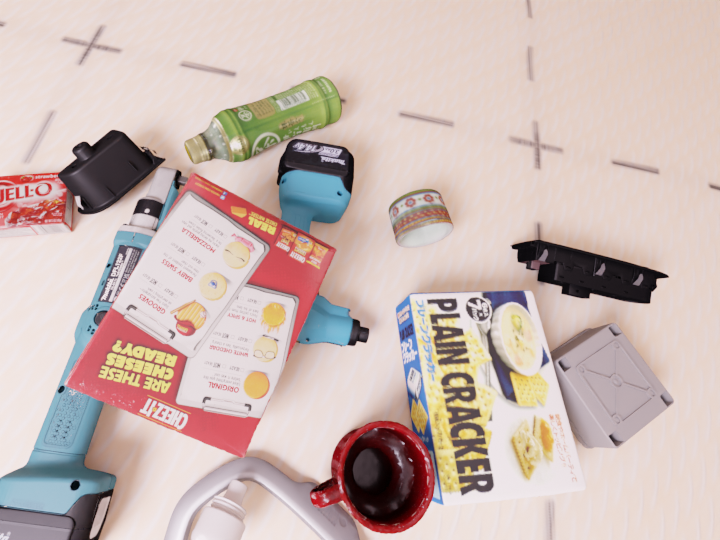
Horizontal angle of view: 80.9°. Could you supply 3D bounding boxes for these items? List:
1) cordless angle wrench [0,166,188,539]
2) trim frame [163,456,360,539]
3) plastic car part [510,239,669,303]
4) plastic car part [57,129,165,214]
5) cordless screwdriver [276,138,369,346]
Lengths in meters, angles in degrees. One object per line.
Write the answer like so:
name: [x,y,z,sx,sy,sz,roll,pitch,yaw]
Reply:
cordless angle wrench: [-0.268,0.061,0.456,0.097,0.074,0.431,9,64,-7]
trim frame: [-0.080,0.303,0.402,0.253,0.027,0.183,38,68,10]
plastic car part: [0.312,0.006,0.569,0.201,0.066,0.068,9,77,-5]
plastic car part: [-0.314,-0.129,0.519,0.070,0.067,0.116,21,59,36]
cordless screwdriver: [-0.052,-0.034,0.527,0.158,0.074,0.252,12,70,-5]
